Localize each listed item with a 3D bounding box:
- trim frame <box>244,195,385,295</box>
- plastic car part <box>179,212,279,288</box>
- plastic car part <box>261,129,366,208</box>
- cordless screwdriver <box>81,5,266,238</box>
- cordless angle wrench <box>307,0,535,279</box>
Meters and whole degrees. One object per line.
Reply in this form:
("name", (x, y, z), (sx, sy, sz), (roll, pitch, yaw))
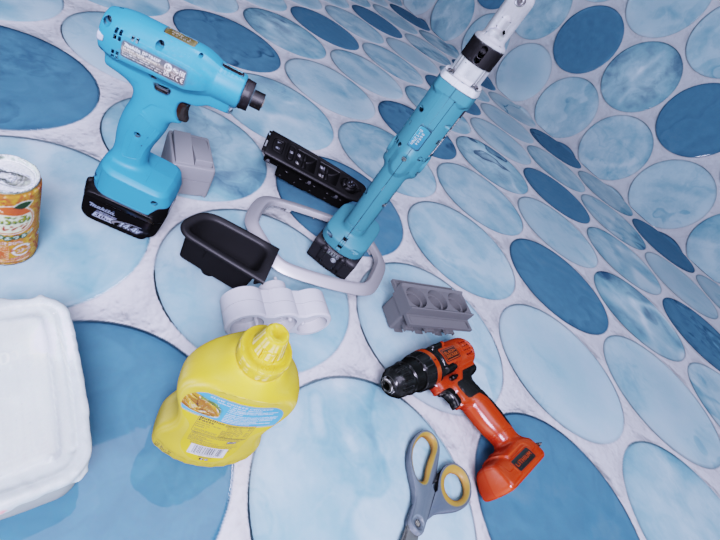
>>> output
("trim frame", (-0.065, -0.042, 0.664), (0.239, 0.027, 0.191), (14, 43, -24))
("plastic car part", (-0.171, -0.017, 0.525), (0.115, 0.071, 0.067), (28, 39, -9))
("plastic car part", (-0.084, -0.164, 0.746), (0.197, 0.067, 0.068), (23, 40, -15))
("cordless screwdriver", (-0.219, -0.140, 0.477), (0.154, 0.249, 0.076), (24, 41, -18))
("cordless angle wrench", (0.062, -0.151, 0.549), (0.074, 0.424, 0.097), (38, 38, -2))
